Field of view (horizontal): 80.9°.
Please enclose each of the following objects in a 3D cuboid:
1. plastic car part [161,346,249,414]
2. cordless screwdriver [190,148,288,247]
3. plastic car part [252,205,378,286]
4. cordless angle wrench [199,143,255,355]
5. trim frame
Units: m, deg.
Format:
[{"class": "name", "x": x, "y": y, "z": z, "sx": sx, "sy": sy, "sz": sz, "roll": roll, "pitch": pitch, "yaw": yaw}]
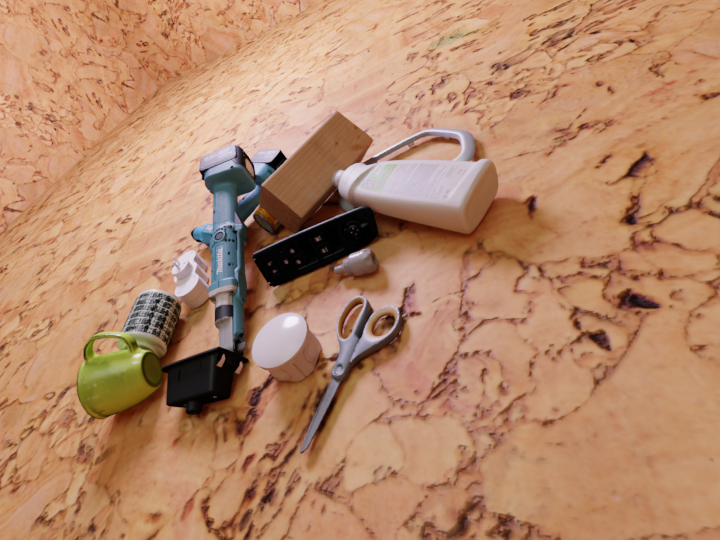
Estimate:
[{"class": "plastic car part", "x": -0.218, "y": 0.156, "z": 0.575, "sx": 0.119, "sy": 0.062, "sz": 0.073, "roll": -23, "pitch": 53, "yaw": 19}, {"class": "cordless screwdriver", "x": -0.254, "y": -0.150, "z": 0.904, "sx": 0.167, "sy": 0.070, "sz": 0.249, "roll": 6, "pitch": 57, "yaw": 38}, {"class": "plastic car part", "x": -0.066, "y": -0.043, "z": 0.671, "sx": 0.207, "sy": 0.065, "sz": 0.067, "roll": -22, "pitch": 13, "yaw": 18}, {"class": "cordless angle wrench", "x": -0.228, "y": -0.047, "z": 0.729, "sx": 0.099, "sy": 0.070, "sz": 0.440, "roll": -20, "pitch": 54, "yaw": 10}, {"class": "trim frame", "x": 0.073, "y": -0.171, "z": 0.725, "sx": 0.251, "sy": 0.026, "sz": 0.192, "roll": -26, "pitch": 38, "yaw": 9}]
